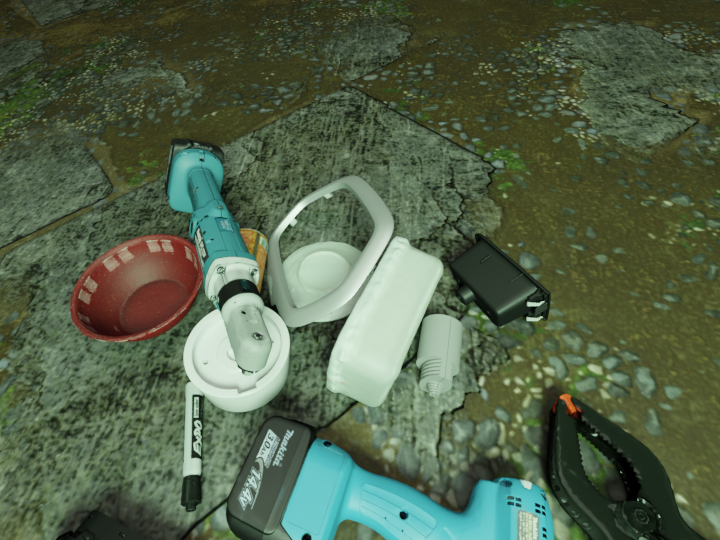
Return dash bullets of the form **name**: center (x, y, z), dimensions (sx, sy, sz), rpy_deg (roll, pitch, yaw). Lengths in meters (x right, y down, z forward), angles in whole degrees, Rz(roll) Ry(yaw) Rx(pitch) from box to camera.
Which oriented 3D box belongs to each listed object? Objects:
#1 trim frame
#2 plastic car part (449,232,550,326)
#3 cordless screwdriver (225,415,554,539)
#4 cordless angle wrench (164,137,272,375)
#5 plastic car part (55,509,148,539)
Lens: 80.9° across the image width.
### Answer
- **trim frame**: center (-0.051, -0.033, 0.517), dimensions (0.185, 0.026, 0.261), rpy_deg (-40, 37, 8)
- **plastic car part**: center (0.150, 0.019, 0.492), dimensions (0.071, 0.063, 0.123), rpy_deg (-35, 51, -5)
- **cordless screwdriver**: center (0.017, 0.221, 0.327), dimensions (0.254, 0.072, 0.161), rpy_deg (11, 52, 11)
- **cordless angle wrench**: center (-0.174, -0.048, 0.502), dimensions (0.071, 0.097, 0.446), rpy_deg (4, 30, -32)
- **plastic car part**: center (-0.168, 0.249, 0.332), dimensions (0.209, 0.064, 0.067), rpy_deg (12, 42, 16)
